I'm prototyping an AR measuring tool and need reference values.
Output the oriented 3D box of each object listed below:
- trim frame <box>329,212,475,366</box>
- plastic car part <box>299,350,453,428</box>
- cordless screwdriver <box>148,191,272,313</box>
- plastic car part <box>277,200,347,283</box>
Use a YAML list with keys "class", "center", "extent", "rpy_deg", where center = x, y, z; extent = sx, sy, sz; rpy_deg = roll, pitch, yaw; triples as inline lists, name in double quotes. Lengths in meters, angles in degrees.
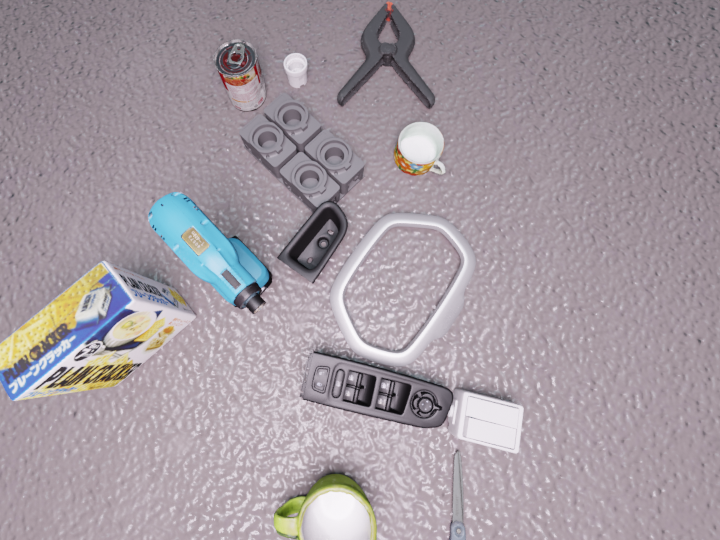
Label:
- class: "trim frame"
  center: [0.065, 0.023, 0.642]
  extent: [0.188, 0.027, 0.248]
  rpy_deg: [33, 80, 10]
- class: "plastic car part"
  center: [0.022, 0.168, 0.587]
  extent: [0.205, 0.066, 0.067]
  rpy_deg: [13, 78, 5]
- class: "cordless screwdriver"
  center: [-0.165, 0.002, 0.546]
  extent: [0.074, 0.245, 0.162]
  rpy_deg: [-44, 82, -10]
- class: "plastic car part"
  center: [-0.063, -0.041, 0.643]
  extent: [0.067, 0.070, 0.116]
  rpy_deg: [35, 80, 7]
